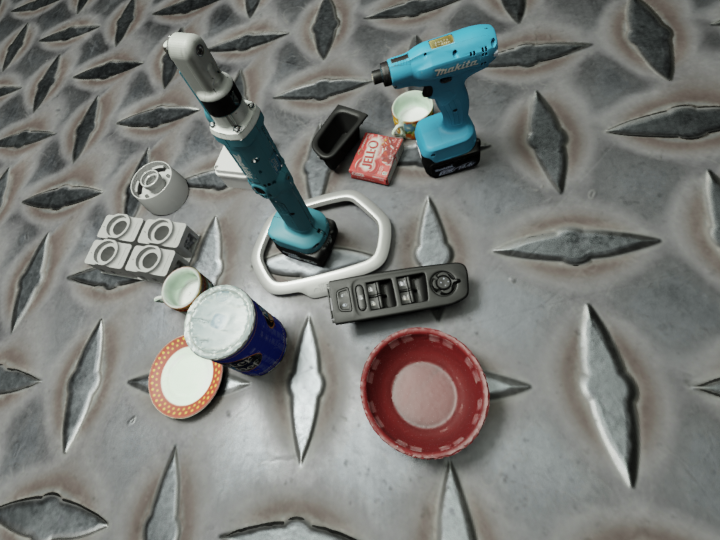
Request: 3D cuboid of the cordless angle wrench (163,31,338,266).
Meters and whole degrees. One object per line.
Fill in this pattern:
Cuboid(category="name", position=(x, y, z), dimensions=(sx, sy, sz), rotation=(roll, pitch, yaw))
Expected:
Cuboid(category="cordless angle wrench", position=(-0.122, -0.126, 0.556), dimensions=(0.101, 0.405, 0.075), rotation=(18, 71, 18))

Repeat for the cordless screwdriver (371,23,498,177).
Cuboid(category="cordless screwdriver", position=(0.110, -0.239, 0.641), dimensions=(0.161, 0.238, 0.077), rotation=(-13, 65, 7))

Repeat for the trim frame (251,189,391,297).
Cuboid(category="trim frame", position=(-0.070, -0.046, 0.719), dimensions=(0.251, 0.026, 0.190), rotation=(-15, 62, 8))

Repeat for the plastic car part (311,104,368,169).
Cuboid(category="plastic car part", position=(-0.040, -0.234, 0.776), dimensions=(0.069, 0.068, 0.116), rotation=(27, 75, 22))

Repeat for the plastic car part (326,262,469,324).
Cuboid(category="plastic car part", position=(0.057, 0.037, 0.623), dimensions=(0.206, 0.064, 0.068), rotation=(-12, 64, 9))
